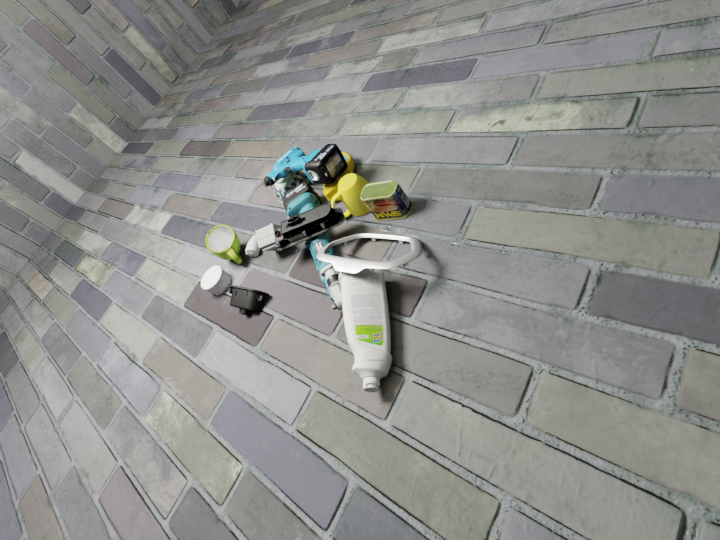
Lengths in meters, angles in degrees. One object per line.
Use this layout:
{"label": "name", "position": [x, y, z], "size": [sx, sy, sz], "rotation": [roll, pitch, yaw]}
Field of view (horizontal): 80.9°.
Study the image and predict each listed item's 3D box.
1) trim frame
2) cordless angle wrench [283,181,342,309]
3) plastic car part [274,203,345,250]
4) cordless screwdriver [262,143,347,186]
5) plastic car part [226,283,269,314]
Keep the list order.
{"label": "trim frame", "position": [0.018, -0.042, 0.937], "size": [0.261, 0.027, 0.180], "rotation": [9, 31, 36]}
{"label": "cordless angle wrench", "position": [-0.106, -0.069, 1.079], "size": [0.099, 0.070, 0.444], "rotation": [-34, 47, 10]}
{"label": "plastic car part", "position": [-0.136, -0.118, 1.056], "size": [0.208, 0.063, 0.068], "rotation": [-16, 47, 20]}
{"label": "cordless screwdriver", "position": [-0.165, -0.284, 1.184], "size": [0.263, 0.071, 0.158], "rotation": [17, 58, 48]}
{"label": "plastic car part", "position": [-0.304, 0.081, 1.123], "size": [0.123, 0.062, 0.071], "rotation": [10, 79, 37]}
